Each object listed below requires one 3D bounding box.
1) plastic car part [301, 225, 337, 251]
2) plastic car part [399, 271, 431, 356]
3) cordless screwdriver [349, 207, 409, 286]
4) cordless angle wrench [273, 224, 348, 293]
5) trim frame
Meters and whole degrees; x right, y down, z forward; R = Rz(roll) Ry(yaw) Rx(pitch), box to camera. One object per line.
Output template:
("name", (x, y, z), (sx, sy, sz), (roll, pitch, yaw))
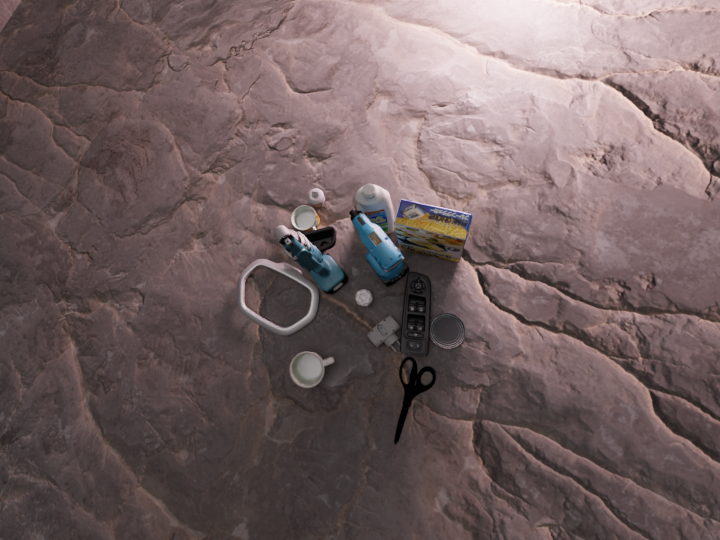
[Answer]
("plastic car part", (-0.112, -0.073, 1.146), (0.118, 0.068, 0.067), (-15, 74, 9))
("plastic car part", (0.138, 0.105, 1.038), (0.068, 0.065, 0.205), (3, 76, 12))
("cordless screwdriver", (0.042, -0.052, 1.011), (0.074, 0.240, 0.164), (-37, 73, 0))
("cordless angle wrench", (-0.114, -0.028, 0.954), (0.074, 0.409, 0.101), (-39, 75, -1))
("trim frame", (-0.230, 0.068, 1.160), (0.257, 0.026, 0.184), (24, 82, 19))
